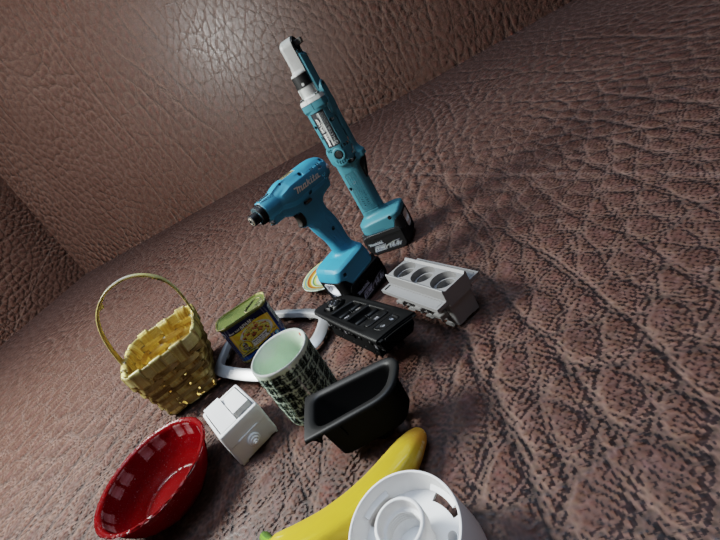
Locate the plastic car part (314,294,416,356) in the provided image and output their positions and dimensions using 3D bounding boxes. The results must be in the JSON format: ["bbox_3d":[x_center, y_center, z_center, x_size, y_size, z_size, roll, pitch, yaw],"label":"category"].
[{"bbox_3d":[0.003,0.076,0.602,0.065,0.065,0.213,-40,26,-20],"label":"plastic car part"}]

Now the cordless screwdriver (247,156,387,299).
[{"bbox_3d":[-0.068,-0.045,0.697,0.157,0.240,0.078,-44,24,-29],"label":"cordless screwdriver"}]

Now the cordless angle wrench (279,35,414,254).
[{"bbox_3d":[-0.030,-0.223,0.783,0.101,0.409,0.075,-19,23,28],"label":"cordless angle wrench"}]

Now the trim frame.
[{"bbox_3d":[-0.157,0.123,0.744,0.259,0.026,0.183,-10,33,40],"label":"trim frame"}]

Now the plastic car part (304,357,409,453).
[{"bbox_3d":[0.005,0.153,0.453,0.117,0.068,0.068,-28,23,8],"label":"plastic car part"}]
